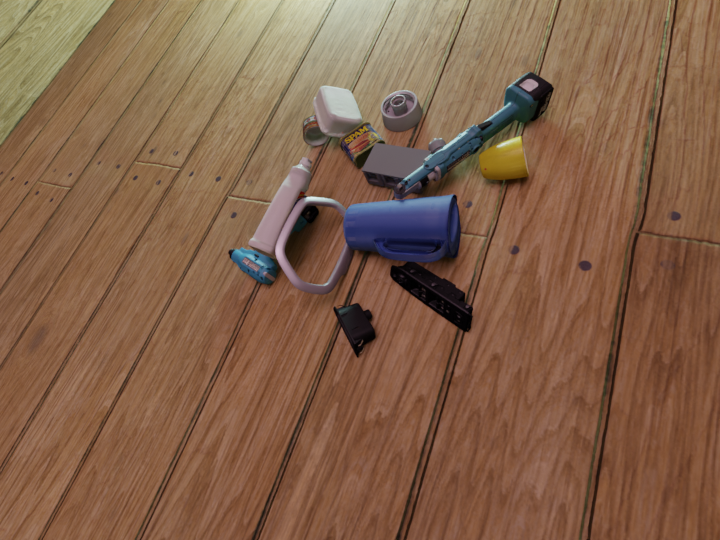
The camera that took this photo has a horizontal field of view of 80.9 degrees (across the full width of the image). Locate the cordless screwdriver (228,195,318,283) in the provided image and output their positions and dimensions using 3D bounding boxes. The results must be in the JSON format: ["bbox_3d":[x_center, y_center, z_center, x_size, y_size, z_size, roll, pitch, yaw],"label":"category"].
[{"bbox_3d":[-0.231,-0.099,1.097,0.168,0.070,0.249,28,81,31],"label":"cordless screwdriver"}]

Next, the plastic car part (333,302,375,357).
[{"bbox_3d":[-0.007,0.112,0.902,0.070,0.063,0.122,-21,53,-8],"label":"plastic car part"}]

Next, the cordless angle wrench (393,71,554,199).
[{"bbox_3d":[0.244,-0.290,0.956,0.421,0.094,0.078,-37,65,-6],"label":"cordless angle wrench"}]

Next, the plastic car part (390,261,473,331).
[{"bbox_3d":[0.148,0.037,0.870,0.214,0.063,0.066,31,68,32],"label":"plastic car part"}]

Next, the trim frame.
[{"bbox_3d":[-0.095,-0.062,0.971,0.028,0.179,0.251,-38,27,57],"label":"trim frame"}]
